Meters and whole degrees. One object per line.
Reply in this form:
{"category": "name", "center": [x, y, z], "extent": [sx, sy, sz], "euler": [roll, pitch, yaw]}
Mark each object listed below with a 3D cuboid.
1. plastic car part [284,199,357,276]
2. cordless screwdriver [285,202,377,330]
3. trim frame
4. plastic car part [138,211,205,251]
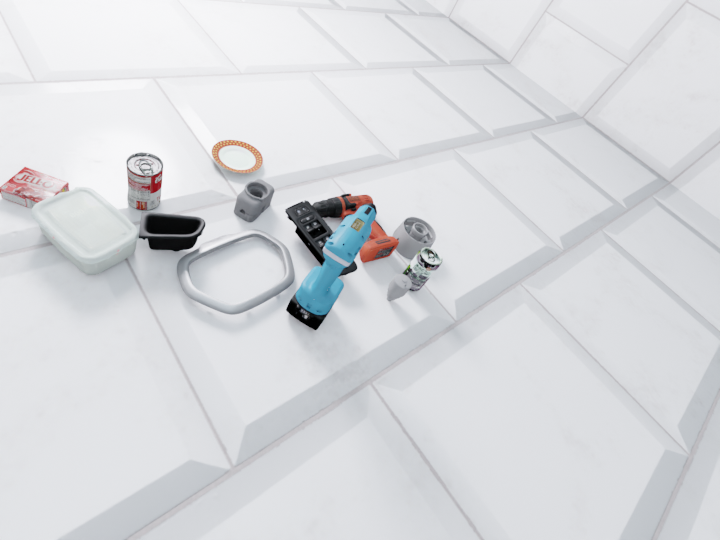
{"category": "plastic car part", "center": [-0.091, -0.060, 0.931], "extent": [0.064, 0.066, 0.210], "euler": [-25, 64, -39]}
{"category": "cordless screwdriver", "center": [-0.047, -0.009, 0.779], "extent": [0.075, 0.248, 0.159], "euler": [33, 45, 0]}
{"category": "trim frame", "center": [-0.242, -0.005, 0.845], "extent": [0.190, 0.027, 0.242], "euler": [44, 48, 16]}
{"category": "plastic car part", "center": [-0.362, -0.066, 0.815], "extent": [0.112, 0.070, 0.069], "euler": [4, 51, -22]}
